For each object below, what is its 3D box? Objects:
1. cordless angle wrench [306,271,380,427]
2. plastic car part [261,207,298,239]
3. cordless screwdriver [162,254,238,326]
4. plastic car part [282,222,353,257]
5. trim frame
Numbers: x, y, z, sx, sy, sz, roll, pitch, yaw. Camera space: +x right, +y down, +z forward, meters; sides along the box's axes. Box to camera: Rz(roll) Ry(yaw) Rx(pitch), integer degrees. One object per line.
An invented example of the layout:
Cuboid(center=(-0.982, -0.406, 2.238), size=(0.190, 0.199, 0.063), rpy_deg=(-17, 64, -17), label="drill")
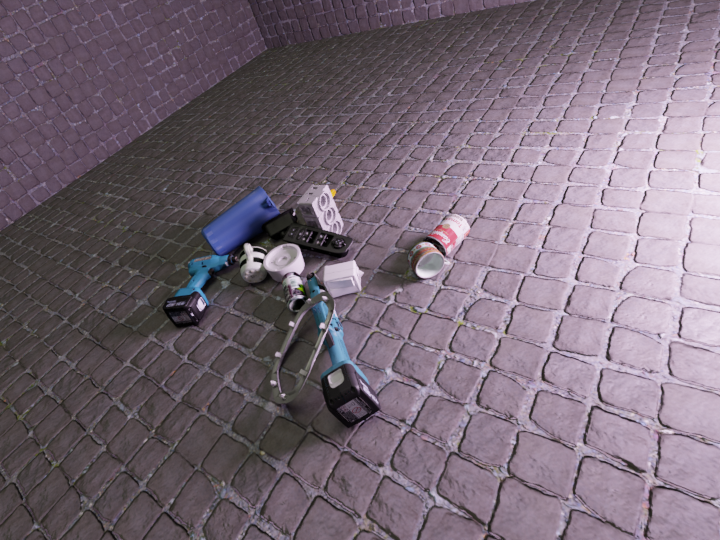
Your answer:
Cuboid(center=(-0.067, 0.133, 0.926), size=(0.075, 0.093, 0.442), rpy_deg=(-34, 35, 5), label="cordless angle wrench")
Cuboid(center=(-0.243, -0.133, 1.323), size=(0.116, 0.063, 0.075), rpy_deg=(-31, 54, -4), label="plastic car part")
Cuboid(center=(-0.453, 0.043, 1.218), size=(0.162, 0.071, 0.255), rpy_deg=(-12, 37, 13), label="cordless screwdriver")
Cuboid(center=(-0.115, -0.075, 1.179), size=(0.212, 0.064, 0.066), rpy_deg=(12, 53, 28), label="plastic car part")
Cuboid(center=(-0.126, 0.155, 0.887), size=(0.192, 0.026, 0.249), rpy_deg=(-1, 60, 58), label="trim frame")
